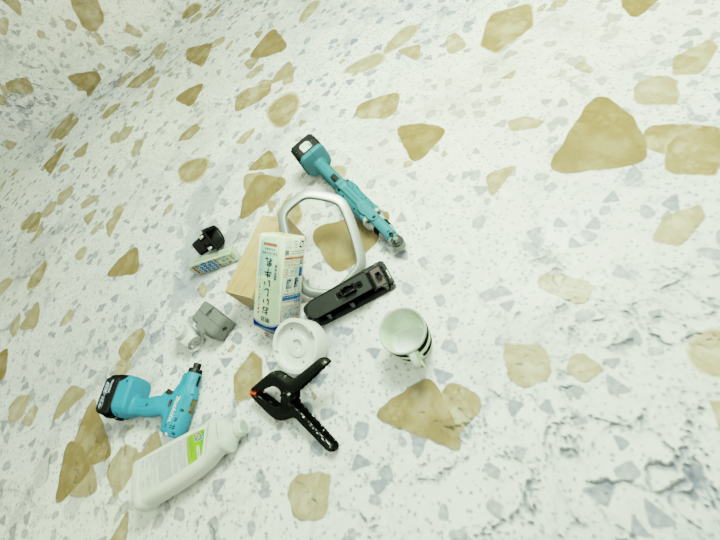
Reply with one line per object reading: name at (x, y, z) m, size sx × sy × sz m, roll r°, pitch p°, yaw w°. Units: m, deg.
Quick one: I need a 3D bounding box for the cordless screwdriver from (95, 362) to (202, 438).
cordless screwdriver at (-0.477, 0.281, 0.973) m, size 0.258 × 0.070 × 0.162 m, roll 0°, pitch 62°, yaw 25°

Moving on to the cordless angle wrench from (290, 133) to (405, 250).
cordless angle wrench at (-0.030, -0.185, 1.007) m, size 0.074 × 0.093 × 0.446 m, roll -40°, pitch 55°, yaw 0°

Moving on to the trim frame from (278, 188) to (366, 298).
trim frame at (-0.091, -0.060, 0.931) m, size 0.186 × 0.027 × 0.250 m, roll -19°, pitch 85°, yaw 10°

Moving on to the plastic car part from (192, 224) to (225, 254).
plastic car part at (-0.415, -0.076, 1.141) m, size 0.071 × 0.065 × 0.119 m, roll -36°, pitch 13°, yaw 3°

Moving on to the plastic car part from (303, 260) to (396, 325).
plastic car part at (-0.032, 0.053, 0.871) m, size 0.205 × 0.065 × 0.068 m, roll -30°, pitch 78°, yaw 14°
